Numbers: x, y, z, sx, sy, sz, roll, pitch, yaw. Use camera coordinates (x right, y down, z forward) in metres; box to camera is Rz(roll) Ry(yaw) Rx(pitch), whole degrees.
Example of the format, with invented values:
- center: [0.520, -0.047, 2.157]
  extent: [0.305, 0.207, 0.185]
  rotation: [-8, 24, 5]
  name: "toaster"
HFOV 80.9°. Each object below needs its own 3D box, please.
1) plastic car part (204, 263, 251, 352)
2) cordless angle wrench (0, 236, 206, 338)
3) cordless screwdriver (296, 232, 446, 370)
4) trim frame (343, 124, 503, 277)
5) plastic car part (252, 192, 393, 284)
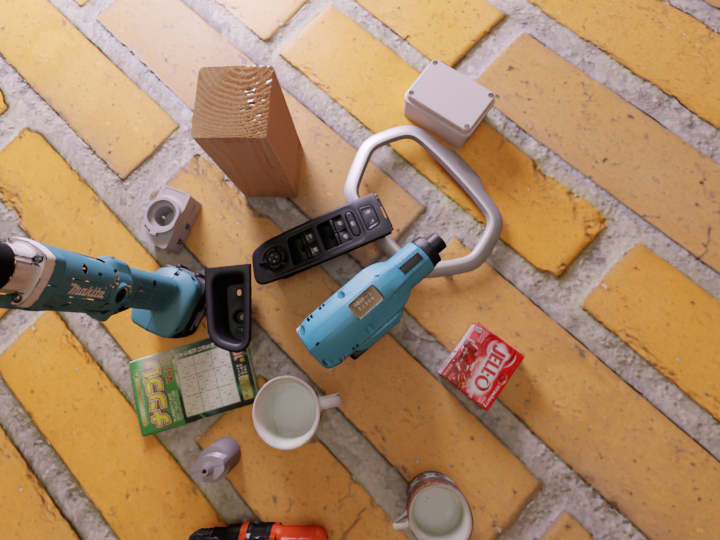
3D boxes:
- center: [-0.176, 0.055, 0.595]
  extent: [0.066, 0.069, 0.118]
  rotation: [-6, 79, 3]
  name: "plastic car part"
- center: [-0.269, 0.018, 0.436]
  extent: [0.075, 0.415, 0.098]
  rotation: [23, 83, 5]
  name: "cordless angle wrench"
- center: [0.017, 0.036, 0.487]
  extent: [0.159, 0.244, 0.076]
  rotation: [-41, 82, -4]
  name: "cordless screwdriver"
- center: [0.089, -0.102, 0.618]
  extent: [0.184, 0.027, 0.254]
  rotation: [-40, 77, -2]
  name: "trim frame"
- center: [-0.059, -0.039, 0.602]
  extent: [0.203, 0.066, 0.068]
  rotation: [-22, 79, 1]
  name: "plastic car part"
